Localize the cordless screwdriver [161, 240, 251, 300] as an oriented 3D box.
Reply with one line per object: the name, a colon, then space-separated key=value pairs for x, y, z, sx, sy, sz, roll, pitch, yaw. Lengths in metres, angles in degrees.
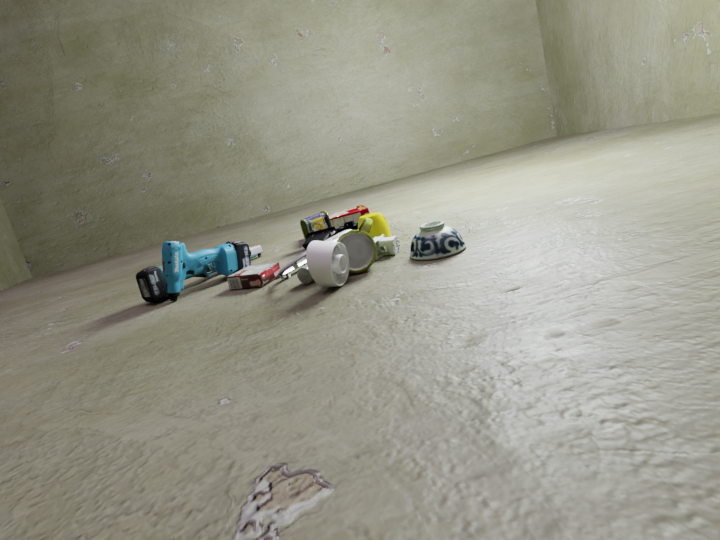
cordless screwdriver: x=-0.432 y=-0.006 z=1.188 sx=0.237 sy=0.158 sz=0.078 roll=-6 pitch=5 yaw=-45

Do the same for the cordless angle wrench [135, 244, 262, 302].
cordless angle wrench: x=-0.466 y=-0.016 z=1.300 sx=0.077 sy=0.097 sz=0.409 roll=-8 pitch=12 yaw=41

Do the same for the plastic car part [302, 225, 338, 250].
plastic car part: x=-0.124 y=-0.081 z=1.269 sx=0.121 sy=0.064 sz=0.070 roll=-10 pitch=28 yaw=33

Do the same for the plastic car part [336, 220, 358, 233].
plastic car part: x=-0.011 y=-0.121 z=1.292 sx=0.210 sy=0.066 sz=0.064 roll=-5 pitch=8 yaw=25

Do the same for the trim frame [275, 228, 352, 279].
trim frame: x=-0.111 y=-0.038 z=1.028 sx=0.187 sy=0.028 sz=0.242 roll=-35 pitch=-2 yaw=37
